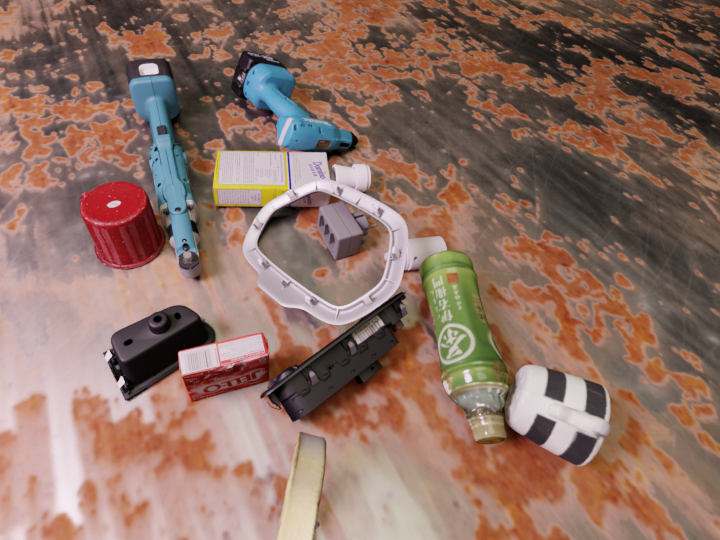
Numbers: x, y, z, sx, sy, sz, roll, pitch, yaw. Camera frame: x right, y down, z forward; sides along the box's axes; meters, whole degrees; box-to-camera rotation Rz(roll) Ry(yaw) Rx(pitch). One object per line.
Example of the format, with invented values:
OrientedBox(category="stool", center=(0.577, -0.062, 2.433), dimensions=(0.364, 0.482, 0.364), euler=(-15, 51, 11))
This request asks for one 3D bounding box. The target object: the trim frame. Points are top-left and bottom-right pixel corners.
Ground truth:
OrientedBox(category="trim frame", center=(-0.054, -0.035, 0.548), dimensions=(0.262, 0.026, 0.183), euler=(34, 78, 33))

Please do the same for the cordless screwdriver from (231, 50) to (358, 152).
OrientedBox(category="cordless screwdriver", center=(-0.120, -0.296, 0.763), dimensions=(0.152, 0.074, 0.261), euler=(-7, 49, -43))

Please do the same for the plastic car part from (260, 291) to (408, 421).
OrientedBox(category="plastic car part", center=(-0.021, 0.101, 0.478), dimensions=(0.198, 0.067, 0.067), euler=(-28, 87, -27))

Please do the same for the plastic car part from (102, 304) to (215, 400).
OrientedBox(category="plastic car part", center=(-0.224, 0.074, 0.467), dimensions=(0.114, 0.069, 0.069), euler=(-32, 64, -24))

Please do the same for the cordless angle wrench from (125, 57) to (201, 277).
OrientedBox(category="cordless angle wrench", center=(-0.294, -0.167, 0.647), dimensions=(0.073, 0.096, 0.441), euler=(-13, 58, -19))
